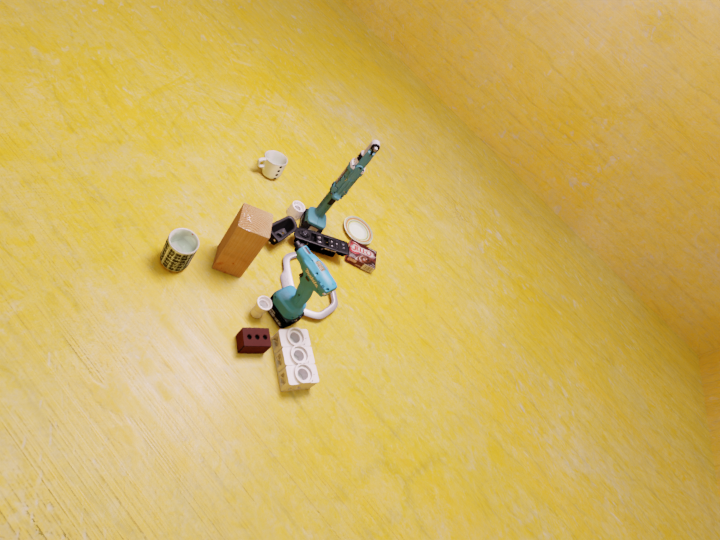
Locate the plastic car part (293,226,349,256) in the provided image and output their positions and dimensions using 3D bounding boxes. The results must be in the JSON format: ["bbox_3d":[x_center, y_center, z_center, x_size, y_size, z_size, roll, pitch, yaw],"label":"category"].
[{"bbox_3d":[-0.139,-0.091,1.425,0.195,0.068,0.068,21,47,-22],"label":"plastic car part"}]

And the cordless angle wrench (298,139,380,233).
[{"bbox_3d":[-0.067,-0.260,1.351,0.072,0.427,0.100,26,46,-22],"label":"cordless angle wrench"}]

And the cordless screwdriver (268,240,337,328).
[{"bbox_3d":[-0.176,0.042,1.146,0.072,0.251,0.163,-22,73,-46],"label":"cordless screwdriver"}]

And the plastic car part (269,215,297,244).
[{"bbox_3d":[-0.258,-0.121,1.359,0.067,0.072,0.114,47,42,3],"label":"plastic car part"}]

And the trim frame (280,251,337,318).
[{"bbox_3d":[-0.162,0.041,1.326,0.175,0.028,0.258,4,53,-34],"label":"trim frame"}]
